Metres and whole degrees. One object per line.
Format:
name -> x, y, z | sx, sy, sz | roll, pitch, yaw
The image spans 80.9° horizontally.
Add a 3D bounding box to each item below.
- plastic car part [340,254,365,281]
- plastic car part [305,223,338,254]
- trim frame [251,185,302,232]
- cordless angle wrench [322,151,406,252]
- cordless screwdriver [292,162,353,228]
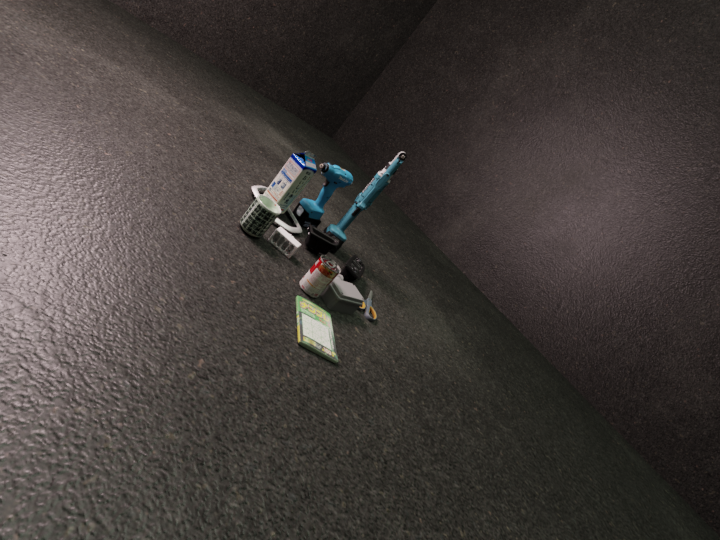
plastic car part -> -0.026, -0.002, 1.406 | 0.066, 0.067, 0.202 | 40, 18, -2
plastic car part -> -0.136, -0.089, 1.389 | 0.112, 0.071, 0.068 | 33, 20, -22
trim frame -> -0.286, -0.211, 1.451 | 0.174, 0.028, 0.261 | 17, 29, -50
cordless angle wrench -> 0.012, -0.242, 1.469 | 0.072, 0.425, 0.100 | 37, 19, -15
cordless screwdriver -> -0.149, -0.266, 1.492 | 0.151, 0.250, 0.078 | 15, 33, -53
